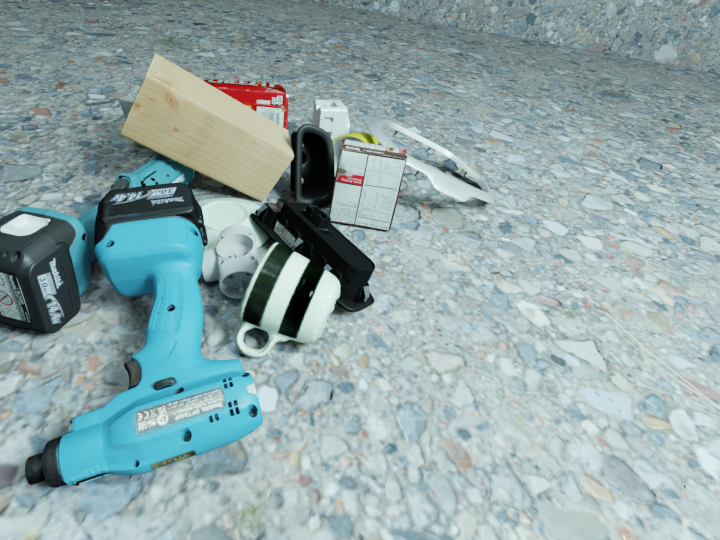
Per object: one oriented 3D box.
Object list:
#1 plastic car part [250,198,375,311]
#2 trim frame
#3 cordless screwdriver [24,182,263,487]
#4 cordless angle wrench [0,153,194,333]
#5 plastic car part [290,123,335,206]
[{"bbox_3d":[-0.050,-0.032,0.506,0.063,0.067,0.214,4,35,-49],"label":"plastic car part"},{"bbox_3d":[0.114,-0.175,0.677,0.238,0.027,0.192,18,33,-27],"label":"trim frame"},{"bbox_3d":[-0.191,0.039,0.364,0.156,0.072,0.260,-15,56,-17],"label":"cordless screwdriver"},{"bbox_3d":[-0.283,-0.097,0.538,0.075,0.096,0.429,11,35,0],"label":"cordless angle wrench"},{"bbox_3d":[-0.080,-0.158,0.630,0.064,0.114,0.074,-10,18,-27],"label":"plastic car part"}]
